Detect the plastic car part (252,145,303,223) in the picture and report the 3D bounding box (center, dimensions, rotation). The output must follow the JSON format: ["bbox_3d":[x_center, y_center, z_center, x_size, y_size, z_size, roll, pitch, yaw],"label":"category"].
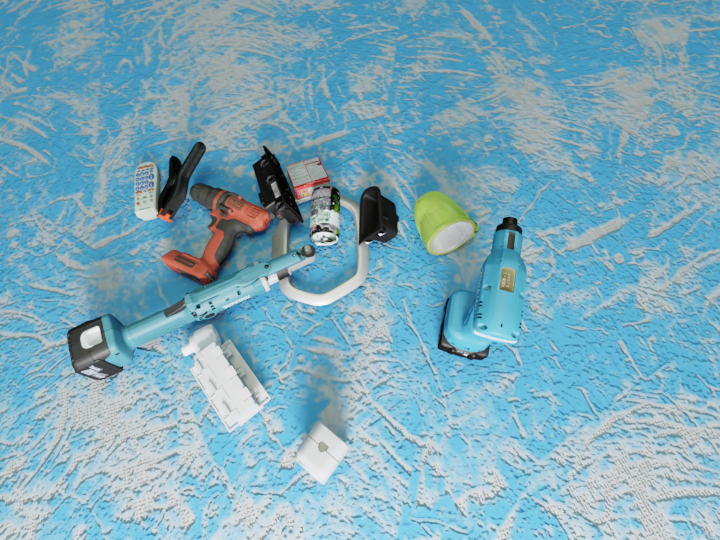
[{"bbox_3d":[-0.171,-0.166,0.835,0.068,0.062,0.212,-34,52,18],"label":"plastic car part"}]

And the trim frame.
[{"bbox_3d":[-0.078,-0.051,0.799,0.185,0.027,0.255,-4,65,1],"label":"trim frame"}]

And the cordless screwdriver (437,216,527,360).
[{"bbox_3d":[0.176,0.039,0.609,0.075,0.242,0.161,13,71,6],"label":"cordless screwdriver"}]

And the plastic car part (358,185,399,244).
[{"bbox_3d":[0.041,-0.100,0.793,0.068,0.067,0.119,24,53,-29],"label":"plastic car part"}]

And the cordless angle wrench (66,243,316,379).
[{"bbox_3d":[-0.268,0.054,0.722,0.419,0.095,0.077,-25,66,-9],"label":"cordless angle wrench"}]
